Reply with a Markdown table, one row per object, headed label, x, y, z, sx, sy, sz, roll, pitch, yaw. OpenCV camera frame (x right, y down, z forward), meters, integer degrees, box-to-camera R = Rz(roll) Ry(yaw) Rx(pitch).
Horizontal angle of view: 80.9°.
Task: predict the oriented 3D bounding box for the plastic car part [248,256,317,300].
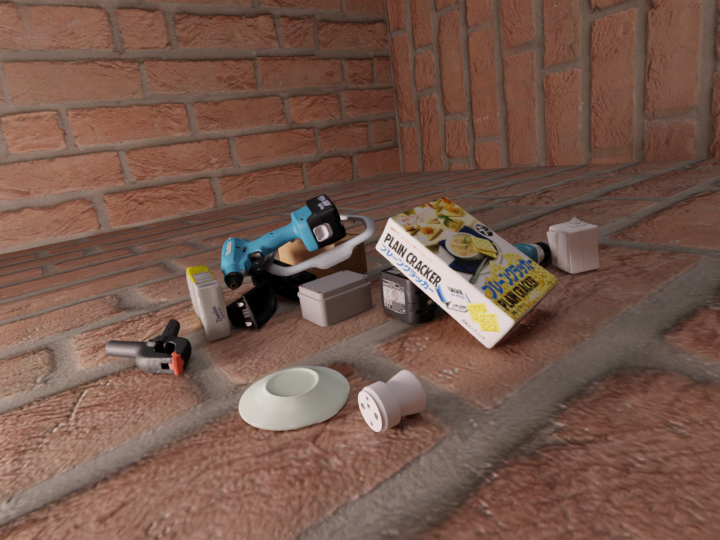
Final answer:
| label | x | y | z | sx | sy | sz | roll | pitch | yaw |
| --- | --- | --- | --- | --- | --- | --- | --- | --- | --- |
| plastic car part | -0.175 | 0.018 | 0.870 | 0.214 | 0.065 | 0.064 | 11 | 27 | 40 |

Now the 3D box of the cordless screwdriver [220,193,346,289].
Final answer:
| label | x | y | z | sx | sy | sz | roll | pitch | yaw |
| --- | --- | --- | --- | --- | --- | --- | --- | --- | --- |
| cordless screwdriver | -0.152 | -0.051 | 0.813 | 0.249 | 0.071 | 0.166 | -24 | 31 | 0 |

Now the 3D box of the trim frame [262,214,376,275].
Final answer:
| label | x | y | z | sx | sy | sz | roll | pitch | yaw |
| --- | --- | --- | --- | --- | --- | --- | --- | --- | --- |
| trim frame | -0.085 | -0.055 | 0.867 | 0.245 | 0.026 | 0.194 | -26 | 30 | -14 |

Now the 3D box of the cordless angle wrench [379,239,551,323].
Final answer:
| label | x | y | z | sx | sy | sz | roll | pitch | yaw |
| --- | --- | --- | --- | --- | --- | --- | --- | --- | --- |
| cordless angle wrench | 0.228 | -0.004 | 0.760 | 0.409 | 0.073 | 0.103 | -15 | 17 | -28 |

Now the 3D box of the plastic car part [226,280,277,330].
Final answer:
| label | x | y | z | sx | sy | sz | roll | pitch | yaw |
| --- | --- | --- | --- | --- | --- | --- | --- | --- | --- |
| plastic car part | -0.201 | 0.065 | 0.763 | 0.072 | 0.065 | 0.116 | -19 | 10 | 12 |
